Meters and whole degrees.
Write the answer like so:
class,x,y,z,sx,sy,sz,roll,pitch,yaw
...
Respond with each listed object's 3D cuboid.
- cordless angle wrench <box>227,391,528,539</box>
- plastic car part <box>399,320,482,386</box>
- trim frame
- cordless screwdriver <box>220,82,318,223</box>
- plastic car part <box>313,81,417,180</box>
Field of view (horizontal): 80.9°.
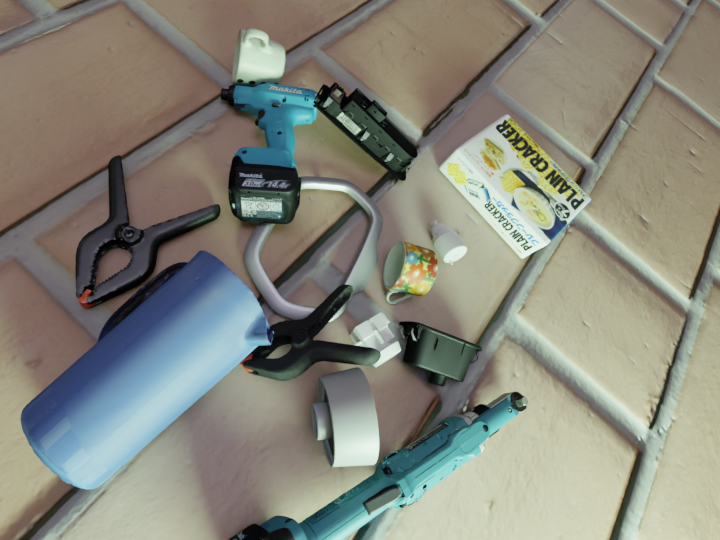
class,x,y,z,sx,sy,sz,roll,pitch,yaw
cordless angle wrench,0.049,0.245,0.500,0.411,0.098,0.076,-21,77,-27
plastic car part,0.109,0.121,0.587,0.115,0.067,0.071,25,78,-9
trim frame,-0.061,-0.040,0.626,0.184,0.027,0.250,27,61,-2
cordless screwdriver,-0.152,-0.192,0.635,0.159,0.073,0.255,6,57,-3
plastic car part,0.021,-0.231,0.685,0.195,0.068,0.067,41,37,-23
